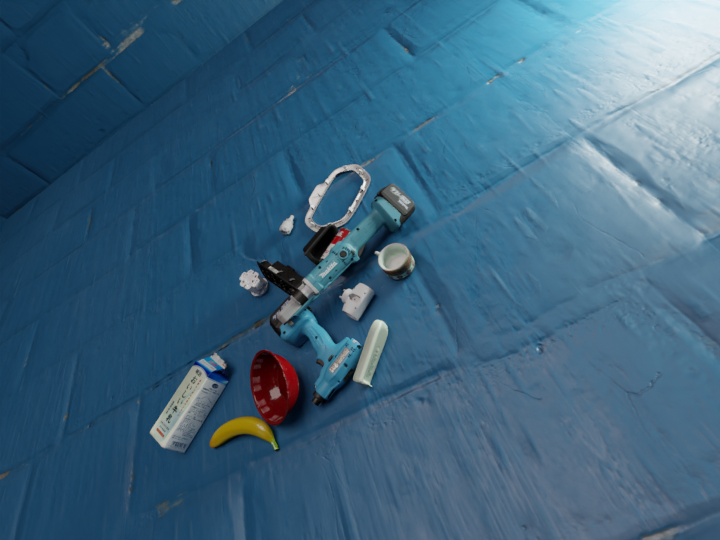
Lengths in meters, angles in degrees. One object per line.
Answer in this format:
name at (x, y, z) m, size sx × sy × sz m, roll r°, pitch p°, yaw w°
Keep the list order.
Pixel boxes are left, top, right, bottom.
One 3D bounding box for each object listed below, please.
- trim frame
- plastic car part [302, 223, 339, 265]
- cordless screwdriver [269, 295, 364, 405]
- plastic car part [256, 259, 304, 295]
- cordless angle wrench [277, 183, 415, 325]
trim frame at (-0.072, -0.217, 1.243) m, size 0.194 × 0.026 × 0.249 m, roll 15°, pitch 71°, yaw 40°
plastic car part at (-0.113, -0.074, 1.155) m, size 0.074 × 0.063 × 0.116 m, roll 12°, pitch 63°, yaw 54°
cordless screwdriver at (-0.118, 0.178, 0.973) m, size 0.263 × 0.070 × 0.159 m, roll 32°, pitch 80°, yaw 39°
plastic car part at (-0.201, 0.023, 1.146) m, size 0.066 × 0.064 × 0.215 m, roll -31°, pitch 40°, yaw -25°
cordless angle wrench at (-0.042, -0.034, 1.009) m, size 0.099 × 0.074 × 0.421 m, roll 44°, pitch 78°, yaw 3°
